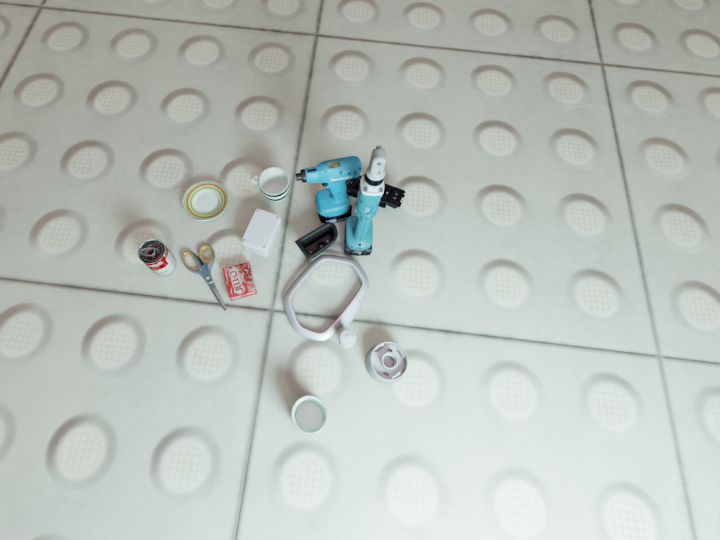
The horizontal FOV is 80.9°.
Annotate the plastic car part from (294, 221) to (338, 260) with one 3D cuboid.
[{"bbox_3d":[-0.112,-0.073,1.146,0.115,0.070,0.068,-33,75,-14],"label":"plastic car part"}]

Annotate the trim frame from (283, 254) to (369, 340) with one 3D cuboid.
[{"bbox_3d":[-0.088,0.067,1.111,0.189,0.027,0.247,35,71,12],"label":"trim frame"}]

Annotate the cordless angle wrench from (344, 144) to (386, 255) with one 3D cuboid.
[{"bbox_3d":[0.013,-0.149,0.993,0.074,0.416,0.100,3,70,-6],"label":"cordless angle wrench"}]

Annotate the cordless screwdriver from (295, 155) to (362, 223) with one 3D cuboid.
[{"bbox_3d":[-0.089,-0.205,1.106,0.157,0.245,0.076,-11,72,-9],"label":"cordless screwdriver"}]

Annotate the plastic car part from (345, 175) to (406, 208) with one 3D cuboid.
[{"bbox_3d":[0.022,-0.228,1.214,0.206,0.066,0.066,23,69,8],"label":"plastic car part"}]
